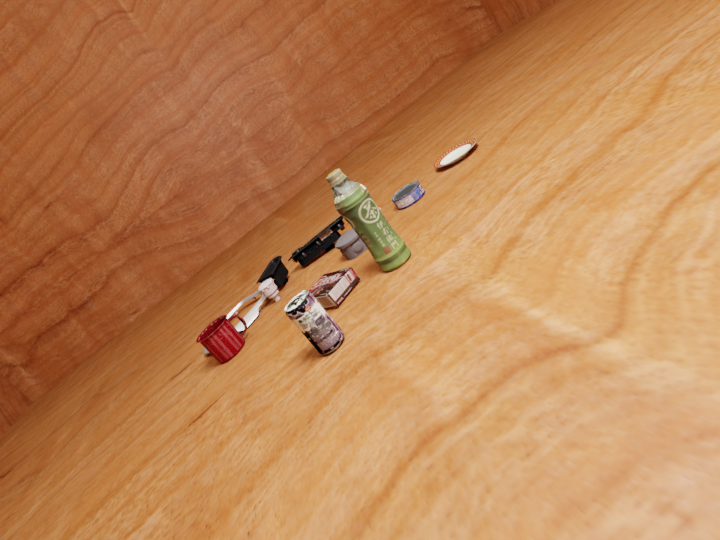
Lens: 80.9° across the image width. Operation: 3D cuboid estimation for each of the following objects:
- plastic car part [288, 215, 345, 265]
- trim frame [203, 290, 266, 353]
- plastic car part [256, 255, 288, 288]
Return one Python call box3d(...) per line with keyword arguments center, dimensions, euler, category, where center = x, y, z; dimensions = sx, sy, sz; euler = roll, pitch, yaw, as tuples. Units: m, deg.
box3d(center=(-0.119, -0.078, 1.221), dimensions=(0.205, 0.065, 0.067), euler=(-33, 17, 14), category="plastic car part")
box3d(center=(-0.348, 0.140, 1.188), dimensions=(0.191, 0.027, 0.246), euler=(-12, 32, 51), category="trim frame")
box3d(center=(-0.240, 0.013, 1.222), dimensions=(0.067, 0.069, 0.117), euler=(-29, 20, 27), category="plastic car part")
